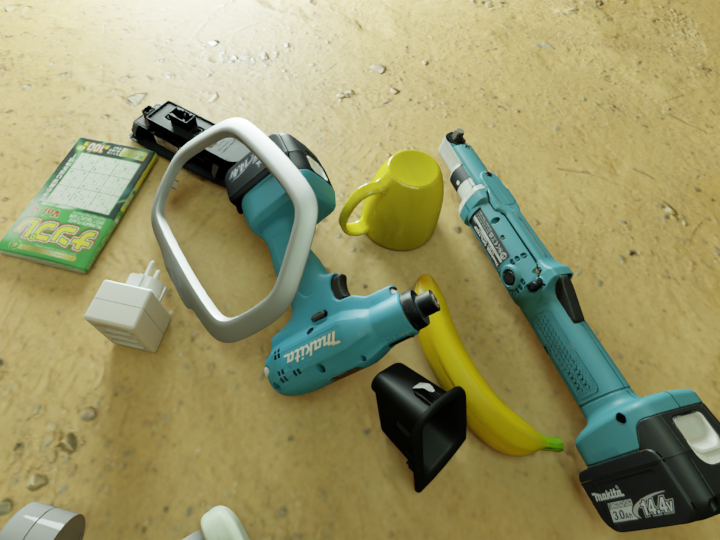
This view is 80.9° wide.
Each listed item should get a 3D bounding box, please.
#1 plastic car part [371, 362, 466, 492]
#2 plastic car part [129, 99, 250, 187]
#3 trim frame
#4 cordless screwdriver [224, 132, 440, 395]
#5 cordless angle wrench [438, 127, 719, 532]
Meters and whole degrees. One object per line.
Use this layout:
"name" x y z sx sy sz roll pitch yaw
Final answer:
"plastic car part" 0.041 0.114 0.345 0.065 0.111 0.075 -38 46 -24
"plastic car part" -0.201 -0.164 0.530 0.208 0.066 0.066 31 55 13
"trim frame" -0.136 -0.048 0.419 0.185 0.026 0.261 -49 60 11
"cordless screwdriver" -0.040 -0.026 0.406 0.162 0.070 0.258 -31 60 20
"cordless angle wrench" 0.174 0.005 0.427 0.072 0.096 0.441 -5 54 -21
